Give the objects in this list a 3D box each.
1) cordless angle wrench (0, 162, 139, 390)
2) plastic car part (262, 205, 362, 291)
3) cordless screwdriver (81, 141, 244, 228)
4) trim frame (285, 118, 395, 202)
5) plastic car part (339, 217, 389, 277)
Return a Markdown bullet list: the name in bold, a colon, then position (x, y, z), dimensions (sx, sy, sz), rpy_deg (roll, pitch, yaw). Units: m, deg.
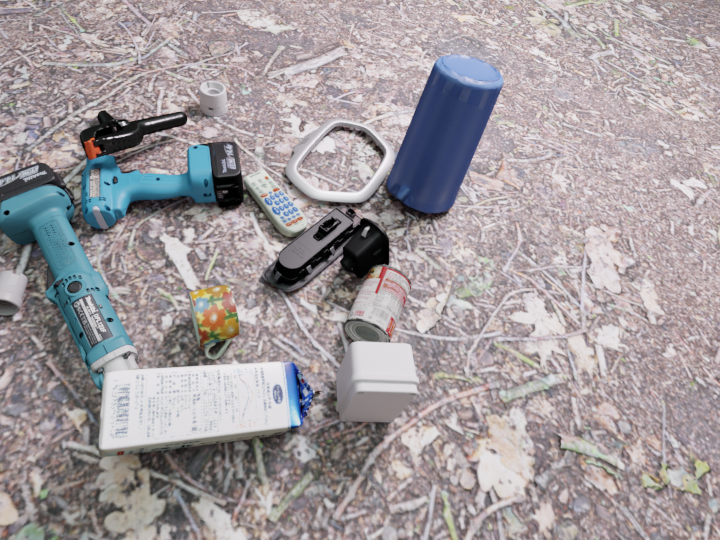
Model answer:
- **cordless angle wrench**: position (-0.364, 0.033, 0.550), dimensions (0.096, 0.073, 0.439), rpy_deg (-31, 68, -23)
- **plastic car part**: position (-0.065, -0.042, 0.664), dimensions (0.068, 0.066, 0.200), rpy_deg (41, 60, 8)
- **cordless screwdriver**: position (-0.323, -0.161, 0.695), dimensions (0.244, 0.073, 0.166), rpy_deg (-13, 58, -14)
- **trim frame**: position (-0.037, -0.214, 0.812), dimensions (0.187, 0.027, 0.249), rpy_deg (26, 56, 8)
- **plastic car part**: position (0.001, -0.027, 0.639), dimensions (0.070, 0.113, 0.068), rpy_deg (-44, 73, -9)
